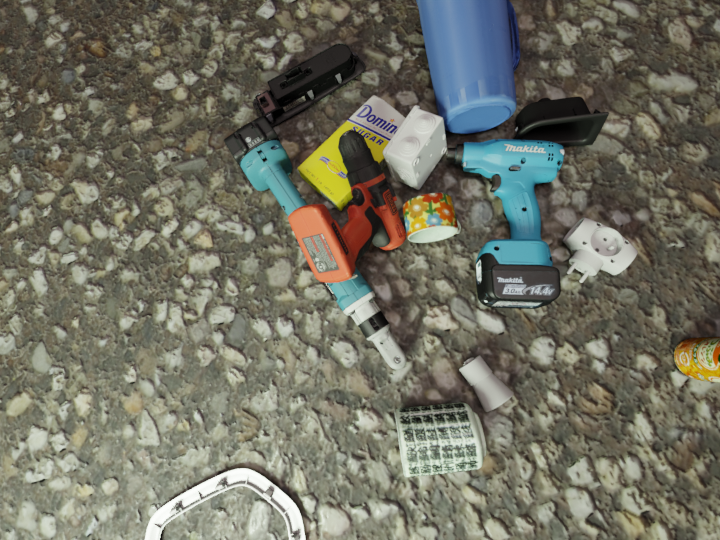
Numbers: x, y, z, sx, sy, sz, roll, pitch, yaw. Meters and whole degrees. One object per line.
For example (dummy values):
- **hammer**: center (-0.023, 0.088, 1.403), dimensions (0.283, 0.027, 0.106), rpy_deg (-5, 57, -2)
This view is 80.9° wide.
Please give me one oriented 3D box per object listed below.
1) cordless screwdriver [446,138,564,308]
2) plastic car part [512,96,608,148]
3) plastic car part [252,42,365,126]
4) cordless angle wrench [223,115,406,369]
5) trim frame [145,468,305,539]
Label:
- **cordless screwdriver**: center (0.198, -0.075, 0.603), dimensions (0.162, 0.072, 0.252), rpy_deg (5, 74, 10)
- **plastic car part**: center (0.289, -0.228, 0.634), dimensions (0.119, 0.063, 0.072), rpy_deg (1, 63, 11)
- **plastic car part**: center (-0.091, -0.324, 0.717), dimensions (0.203, 0.065, 0.069), rpy_deg (-27, 69, -1)
- **cordless angle wrench**: center (-0.062, -0.040, 0.630), dimensions (0.074, 0.096, 0.433), rpy_deg (-33, 77, -5)
- **trim frame**: center (-0.193, 0.390, 0.579), dimensions (0.248, 0.027, 0.189), rpy_deg (-28, 75, 0)
